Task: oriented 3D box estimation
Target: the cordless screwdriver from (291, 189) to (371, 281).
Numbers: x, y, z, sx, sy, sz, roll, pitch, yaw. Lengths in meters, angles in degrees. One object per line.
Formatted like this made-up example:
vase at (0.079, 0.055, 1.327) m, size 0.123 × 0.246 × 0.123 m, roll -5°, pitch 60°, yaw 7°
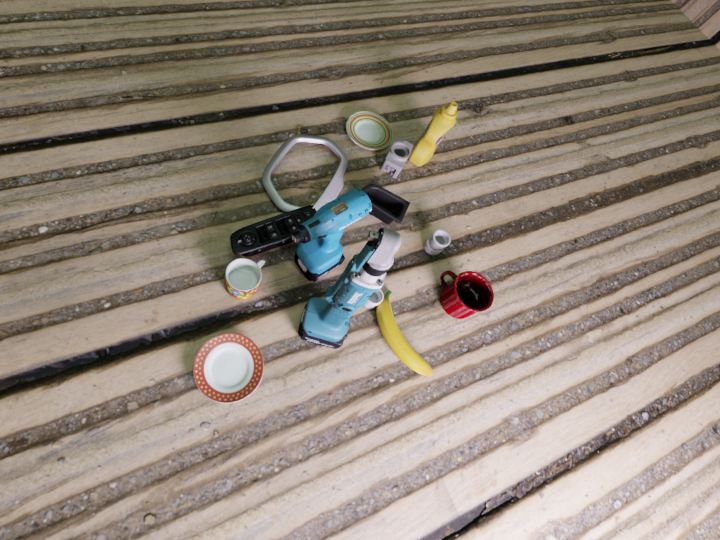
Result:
cordless screwdriver at (-0.081, -0.053, 0.826) m, size 0.156 × 0.248 × 0.076 m, roll -32°, pitch 80°, yaw -26°

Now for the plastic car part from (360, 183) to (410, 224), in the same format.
plastic car part at (0.046, -0.151, 1.005) m, size 0.117 × 0.070 × 0.066 m, roll 29°, pitch 61°, yaw 0°

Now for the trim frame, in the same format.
trim frame at (-0.131, -0.237, 1.031) m, size 0.185 × 0.027 × 0.249 m, roll 27°, pitch 61°, yaw 1°

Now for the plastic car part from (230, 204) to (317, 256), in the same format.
plastic car part at (-0.186, -0.080, 0.918) m, size 0.198 × 0.067 × 0.068 m, roll -20°, pitch 72°, yaw -21°

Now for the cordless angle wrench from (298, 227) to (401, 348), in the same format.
cordless angle wrench at (-0.020, 0.040, 0.696) m, size 0.097 × 0.422 × 0.075 m, roll 18°, pitch 63°, yaw -10°
